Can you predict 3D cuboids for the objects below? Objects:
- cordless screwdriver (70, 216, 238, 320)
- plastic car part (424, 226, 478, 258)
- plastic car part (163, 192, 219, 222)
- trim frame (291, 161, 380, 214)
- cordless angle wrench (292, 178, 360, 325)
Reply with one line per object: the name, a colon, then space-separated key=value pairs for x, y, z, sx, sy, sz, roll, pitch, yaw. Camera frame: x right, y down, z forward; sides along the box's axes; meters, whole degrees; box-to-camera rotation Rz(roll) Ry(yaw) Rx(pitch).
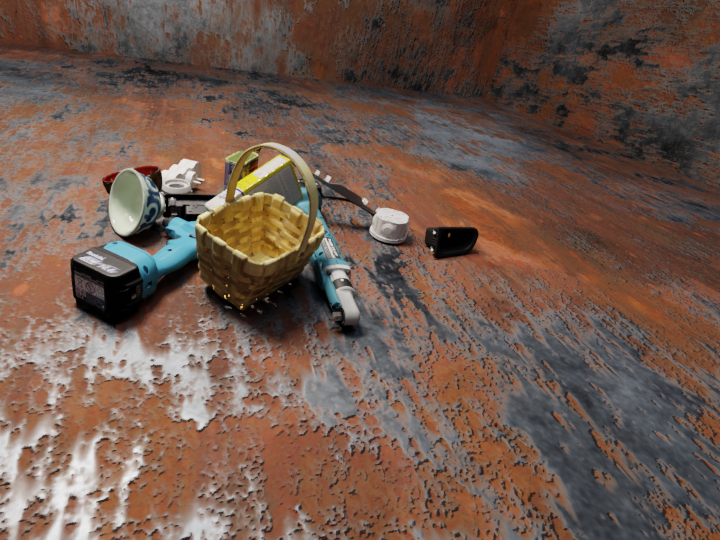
cordless screwdriver: x=-0.330 y=-0.026 z=0.668 sx=0.165 sy=0.073 sz=0.244 roll=22 pitch=29 yaw=19
plastic car part: x=0.184 y=-0.070 z=0.902 sx=0.112 sy=0.065 sz=0.075 roll=-6 pitch=20 yaw=-32
plastic car part: x=-0.281 y=-0.113 z=0.834 sx=0.196 sy=0.065 sz=0.070 roll=-5 pitch=44 yaw=-24
trim frame: x=-0.052 y=-0.190 z=0.964 sx=0.239 sy=0.027 sz=0.191 roll=30 pitch=8 yaw=-22
cordless angle wrench: x=-0.077 y=-0.050 z=0.783 sx=0.095 sy=0.073 sz=0.444 roll=-1 pitch=35 yaw=-20
